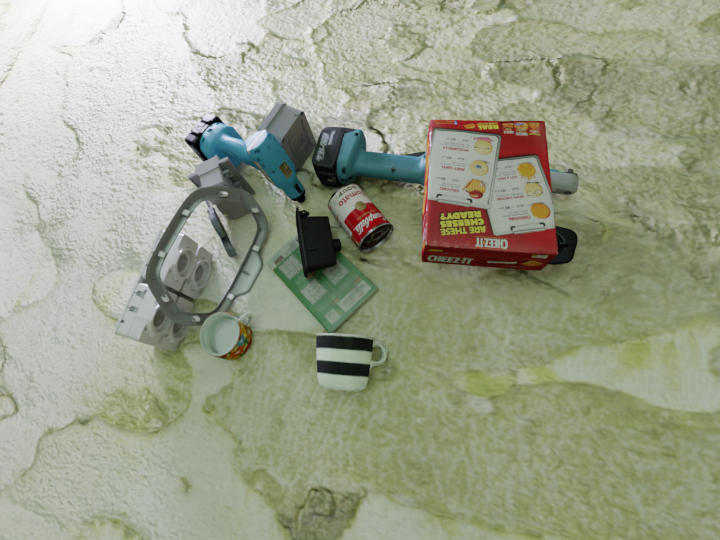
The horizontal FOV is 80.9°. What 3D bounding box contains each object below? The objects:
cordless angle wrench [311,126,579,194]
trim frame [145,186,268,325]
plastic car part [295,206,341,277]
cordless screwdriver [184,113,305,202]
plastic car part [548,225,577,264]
[{"bbox_3d":[0.130,-0.170,0.714,0.436,0.071,0.099,11,73,17],"label":"cordless angle wrench"},{"bbox_3d":[-0.245,-0.025,0.707,0.029,0.174,0.249,10,70,45],"label":"trim frame"},{"bbox_3d":[-0.070,-0.046,0.712,0.070,0.065,0.120,-11,67,-9],"label":"plastic car part"},{"bbox_3d":[-0.214,-0.209,0.803,0.263,0.150,0.074,26,73,37],"label":"cordless screwdriver"},{"bbox_3d":[0.210,-0.042,0.637,0.208,0.064,0.067,9,64,14],"label":"plastic car part"}]
